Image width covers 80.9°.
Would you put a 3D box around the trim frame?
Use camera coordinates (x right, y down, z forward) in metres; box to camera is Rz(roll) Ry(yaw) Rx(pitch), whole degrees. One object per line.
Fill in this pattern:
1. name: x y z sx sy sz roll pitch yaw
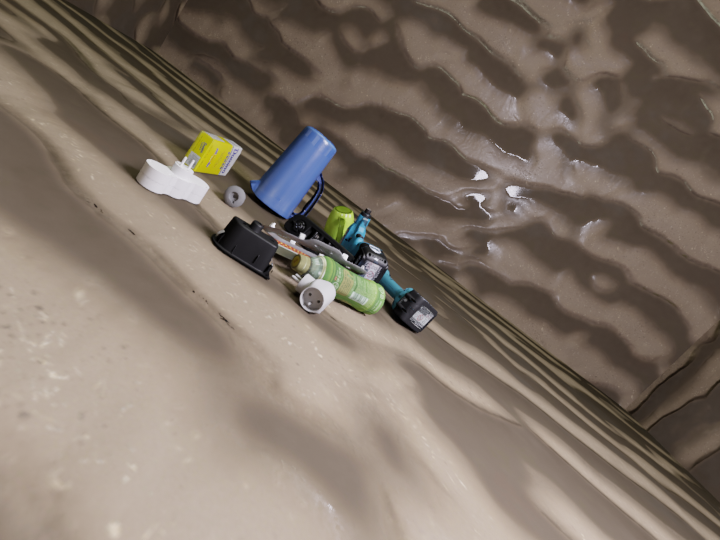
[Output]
1. trim frame: -0.097 -0.045 0.898 0.242 0.027 0.189 27 -6 -14

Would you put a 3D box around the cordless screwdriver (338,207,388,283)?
1. cordless screwdriver: 0.006 -0.064 1.103 0.072 0.159 0.258 25 16 -21

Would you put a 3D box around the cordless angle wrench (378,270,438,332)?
1. cordless angle wrench: 0.051 0.011 1.176 0.093 0.074 0.446 41 4 -37

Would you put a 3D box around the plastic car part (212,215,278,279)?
1. plastic car part: -0.186 -0.049 0.721 0.113 0.071 0.068 36 10 -19

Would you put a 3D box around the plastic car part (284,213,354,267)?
1. plastic car part: -0.103 -0.067 1.055 0.210 0.066 0.065 41 2 18
